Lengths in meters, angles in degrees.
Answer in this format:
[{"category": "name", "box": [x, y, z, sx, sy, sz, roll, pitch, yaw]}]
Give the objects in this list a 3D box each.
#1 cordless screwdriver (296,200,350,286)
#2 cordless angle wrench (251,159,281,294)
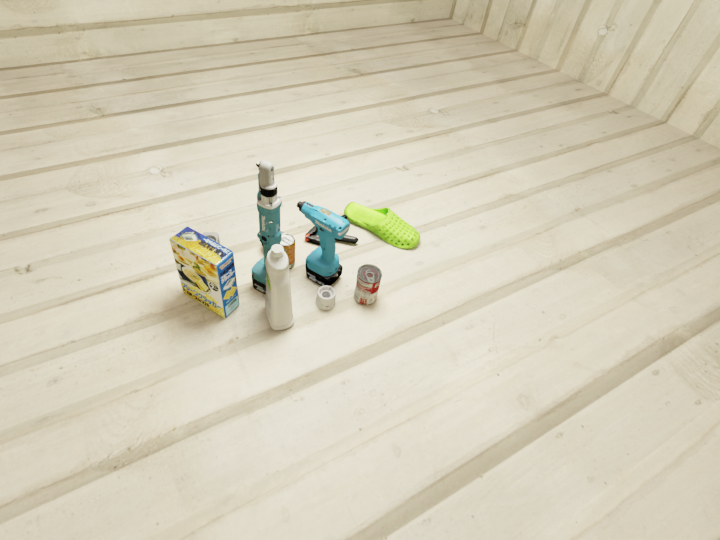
[{"category": "cordless screwdriver", "box": [-0.116, -0.076, 1.185, 0.166, 0.242, 0.073, 32, 50, 21]}, {"category": "cordless angle wrench", "box": [-0.232, -0.096, 1.076, 0.101, 0.412, 0.074, 26, 48, 15]}]
